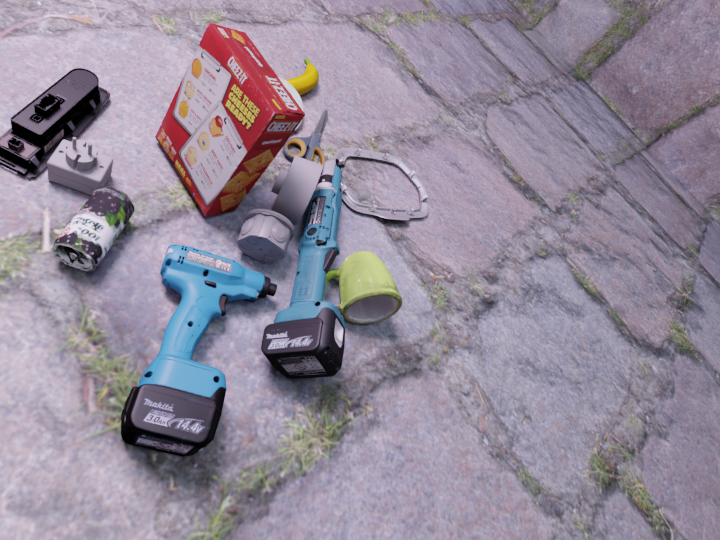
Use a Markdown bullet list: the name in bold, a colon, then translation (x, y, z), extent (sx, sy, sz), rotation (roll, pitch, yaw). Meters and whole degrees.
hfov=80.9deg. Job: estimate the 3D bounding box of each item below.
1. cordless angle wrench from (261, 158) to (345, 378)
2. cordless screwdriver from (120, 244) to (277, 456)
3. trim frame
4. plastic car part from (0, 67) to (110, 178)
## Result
- **cordless angle wrench**: translation (-0.066, -0.043, 0.675), extent (0.070, 0.100, 0.434), rotation (62, 24, -45)
- **cordless screwdriver**: translation (-0.188, 0.088, 0.523), extent (0.153, 0.075, 0.256), rotation (17, 49, -23)
- **trim frame**: translation (0.046, -0.179, 0.876), extent (0.237, 0.028, 0.190), rotation (2, 60, -33)
- **plastic car part**: translation (-0.429, -0.223, 0.593), extent (0.065, 0.067, 0.206), rotation (22, 48, -11)
